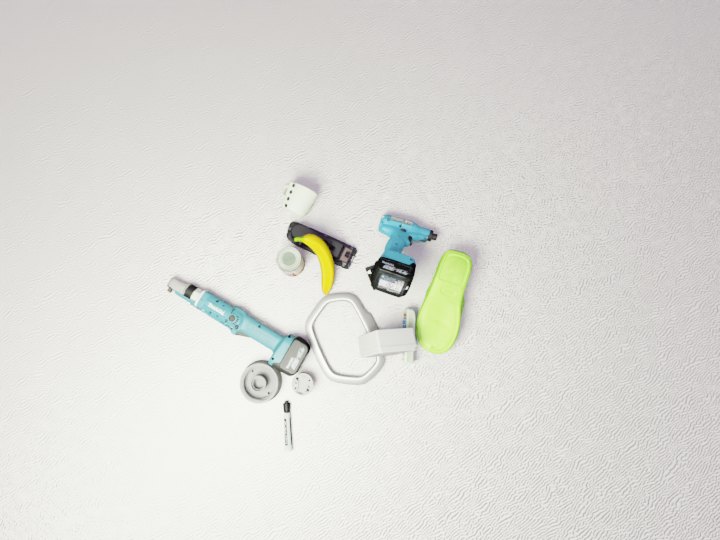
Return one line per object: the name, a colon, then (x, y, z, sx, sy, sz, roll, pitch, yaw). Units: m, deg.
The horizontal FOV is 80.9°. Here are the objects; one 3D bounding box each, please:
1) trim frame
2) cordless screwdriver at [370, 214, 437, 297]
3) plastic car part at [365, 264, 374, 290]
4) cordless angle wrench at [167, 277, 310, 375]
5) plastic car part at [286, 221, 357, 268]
trim frame: (-0.040, 0.181, 1.120, 0.184, 0.027, 0.253, -26, 78, -2)
cordless screwdriver: (0.114, -0.043, 1.081, 0.160, 0.073, 0.253, 14, 44, 1)
plastic car part: (0.079, 0.002, 1.128, 0.116, 0.070, 0.067, -20, 84, 0)
cordless angle wrench: (-0.333, 0.130, 1.119, 0.431, 0.073, 0.098, 29, 81, 9)
plastic car part: (-0.113, -0.074, 1.155, 0.206, 0.066, 0.066, 25, 88, 8)
